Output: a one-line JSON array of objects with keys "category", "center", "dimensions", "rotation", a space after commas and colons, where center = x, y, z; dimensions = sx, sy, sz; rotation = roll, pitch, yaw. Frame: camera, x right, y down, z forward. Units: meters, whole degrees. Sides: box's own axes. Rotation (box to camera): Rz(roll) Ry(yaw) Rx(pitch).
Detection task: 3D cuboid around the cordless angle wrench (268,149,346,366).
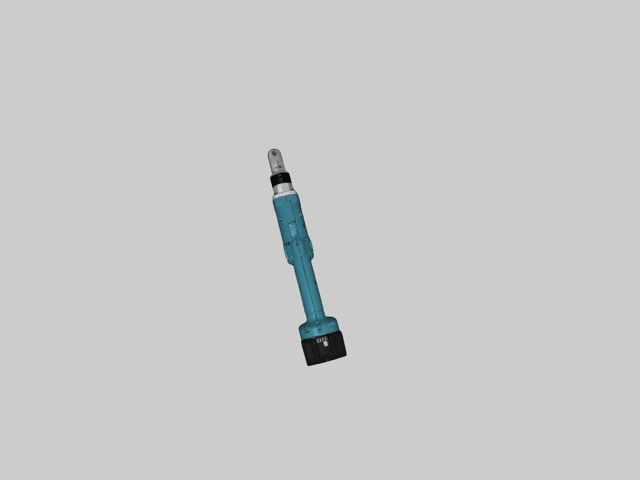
[{"category": "cordless angle wrench", "center": [-0.042, 0.019, 0.813], "dimensions": [0.074, 0.422, 0.098], "rotation": [-14, -11, -5]}]
